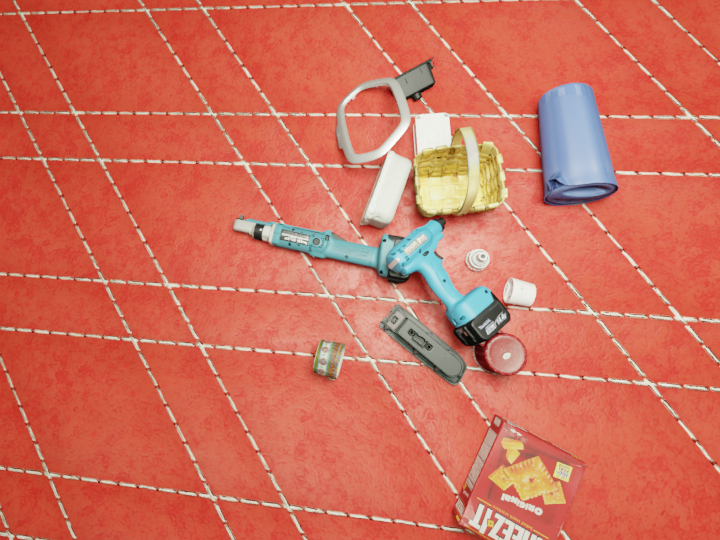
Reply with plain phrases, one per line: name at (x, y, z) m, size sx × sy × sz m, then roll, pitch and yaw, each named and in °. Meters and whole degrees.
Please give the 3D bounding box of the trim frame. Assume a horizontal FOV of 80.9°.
trim frame at (0.020, -0.349, 0.975) m, size 0.188 × 0.026 × 0.257 m, roll -25°, pitch 58°, yaw 21°

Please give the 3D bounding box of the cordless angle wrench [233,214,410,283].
cordless angle wrench at (-0.094, -0.061, 0.959) m, size 0.432 × 0.072 × 0.098 m, roll 12°, pitch 81°, yaw 11°

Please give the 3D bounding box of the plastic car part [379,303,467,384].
plastic car part at (0.139, 0.156, 0.893) m, size 0.207 × 0.066 × 0.066 m, roll 40°, pitch 79°, yaw 9°

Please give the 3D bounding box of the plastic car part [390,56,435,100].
plastic car part at (0.130, -0.445, 1.013) m, size 0.117 × 0.066 × 0.071 m, roll -30°, pitch 94°, yaw 3°

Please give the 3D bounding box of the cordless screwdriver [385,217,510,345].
cordless screwdriver at (0.185, 0.015, 0.843) m, size 0.157 × 0.074 × 0.254 m, roll -39°, pitch 79°, yaw -23°
